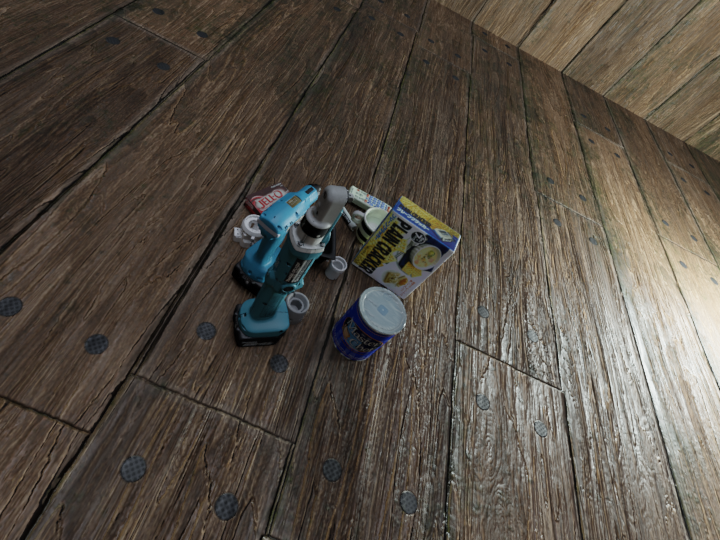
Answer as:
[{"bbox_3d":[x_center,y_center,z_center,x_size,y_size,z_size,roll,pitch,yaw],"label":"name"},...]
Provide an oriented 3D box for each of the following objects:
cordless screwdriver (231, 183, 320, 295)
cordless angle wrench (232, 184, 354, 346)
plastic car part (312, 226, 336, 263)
[{"bbox_3d":[-0.164,-0.064,0.841,0.075,0.249,0.157,40,48,1],"label":"cordless screwdriver"},{"bbox_3d":[-0.121,0.008,0.689,0.094,0.424,0.077,3,57,-28],"label":"cordless angle wrench"},{"bbox_3d":[-0.097,-0.064,0.993,0.064,0.071,0.120,15,50,-18],"label":"plastic car part"}]
